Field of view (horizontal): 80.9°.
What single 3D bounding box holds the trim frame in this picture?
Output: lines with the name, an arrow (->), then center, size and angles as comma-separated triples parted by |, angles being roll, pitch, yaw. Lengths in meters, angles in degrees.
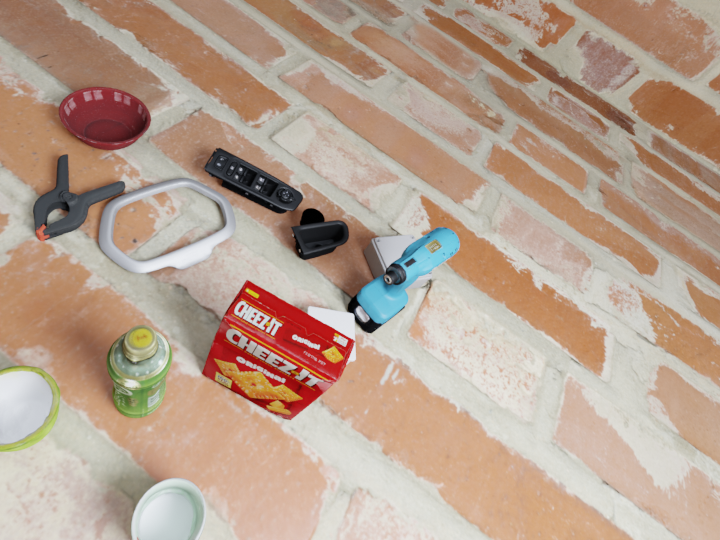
trim frame -> -0.351, -0.087, 0.780 | 0.242, 0.027, 0.189 | -30, 72, -36

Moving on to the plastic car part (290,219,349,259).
plastic car part -> -0.082, -0.054, 0.843 | 0.112, 0.071, 0.068 | -12, 64, -31

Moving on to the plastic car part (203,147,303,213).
plastic car part -> -0.219, -0.171, 0.870 | 0.200, 0.067, 0.067 | 24, 51, -7

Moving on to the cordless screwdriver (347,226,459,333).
cordless screwdriver -> 0.052, 0.030, 0.726 | 0.155, 0.249, 0.076 | -30, 77, -38
